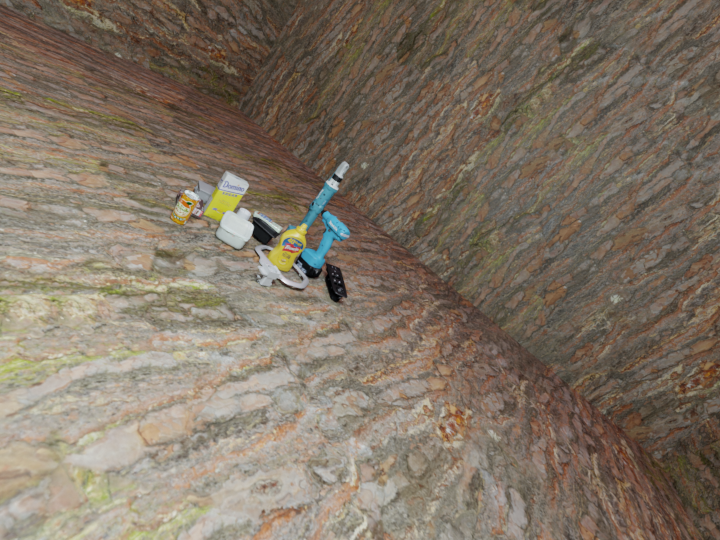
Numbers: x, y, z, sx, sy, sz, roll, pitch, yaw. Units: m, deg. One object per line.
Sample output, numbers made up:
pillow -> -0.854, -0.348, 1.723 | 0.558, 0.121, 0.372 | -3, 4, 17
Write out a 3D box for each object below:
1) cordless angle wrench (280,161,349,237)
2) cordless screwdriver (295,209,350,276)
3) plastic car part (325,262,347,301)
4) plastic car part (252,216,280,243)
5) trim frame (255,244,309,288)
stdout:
cordless angle wrench -> -0.177, -0.262, 1.722 | 0.070, 0.424, 0.103 | 22, 24, -42
cordless screwdriver -> -0.160, -0.105, 1.637 | 0.070, 0.249, 0.168 | 15, 28, -52
plastic car part -> -0.103, 0.052, 1.644 | 0.063, 0.067, 0.212 | 28, 19, -28
plastic car part -> -0.381, -0.146, 1.627 | 0.117, 0.071, 0.065 | 37, 17, 2
trim frame -> -0.286, -0.015, 1.535 | 0.261, 0.027, 0.175 | 45, 19, 28
